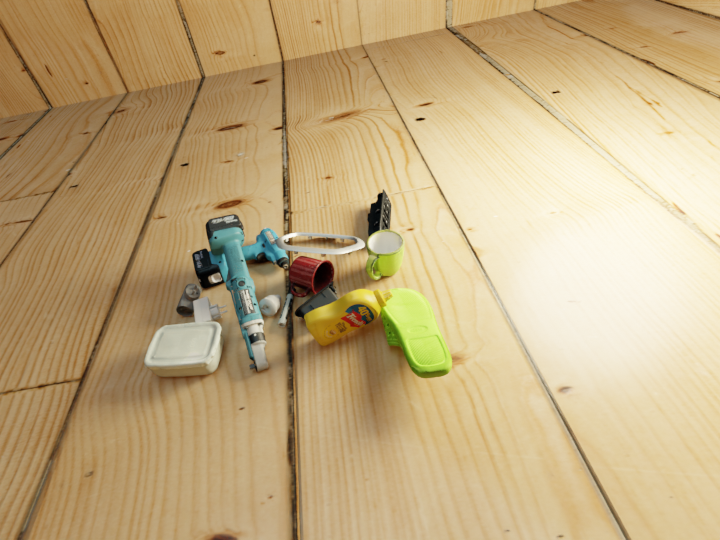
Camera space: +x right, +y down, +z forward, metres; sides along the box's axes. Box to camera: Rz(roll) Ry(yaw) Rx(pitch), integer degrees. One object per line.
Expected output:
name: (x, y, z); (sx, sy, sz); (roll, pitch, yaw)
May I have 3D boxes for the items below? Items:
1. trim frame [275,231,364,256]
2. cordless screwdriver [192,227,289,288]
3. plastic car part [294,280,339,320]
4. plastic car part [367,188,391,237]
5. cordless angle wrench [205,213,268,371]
trim frame: (-0.112, -0.073, 1.141); (0.255, 0.027, 0.183); (3, 21, 15)
cordless screwdriver: (-0.326, -0.024, 1.162); (0.244, 0.071, 0.168); (-22, 46, -16)
plastic car part: (-0.088, 0.093, 0.995); (0.115, 0.064, 0.074); (-39, 63, -22)
plastic car part: (0.052, -0.147, 1.207); (0.068, 0.063, 0.208); (-12, 42, 13)
cordless angle wrench: (-0.290, 0.045, 1.030); (0.096, 0.072, 0.442); (-15, 57, -17)
